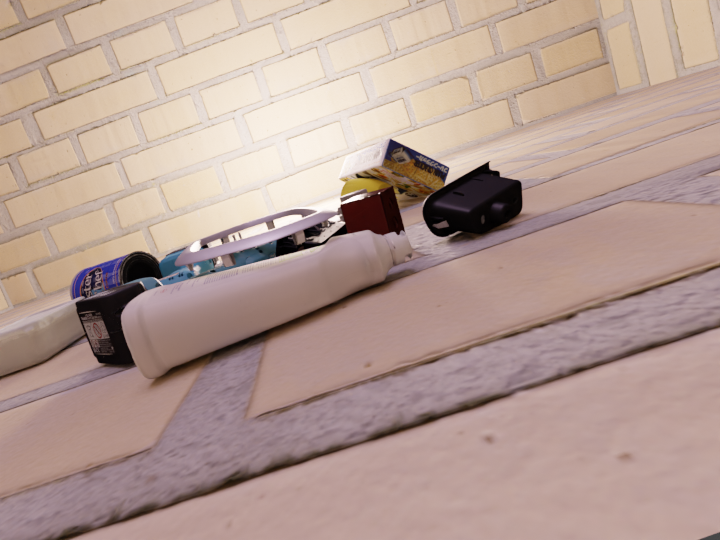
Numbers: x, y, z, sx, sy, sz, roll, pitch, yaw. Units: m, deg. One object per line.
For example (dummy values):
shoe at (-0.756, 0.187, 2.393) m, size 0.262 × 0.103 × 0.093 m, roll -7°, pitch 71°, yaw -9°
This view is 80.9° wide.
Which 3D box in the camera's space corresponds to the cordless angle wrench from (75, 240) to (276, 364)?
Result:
cordless angle wrench at (-0.158, -0.005, 0.591) m, size 0.102 × 0.073 × 0.411 m, roll -10°, pitch 13°, yaw 37°

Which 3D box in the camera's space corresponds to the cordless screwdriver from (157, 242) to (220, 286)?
cordless screwdriver at (-0.330, 0.021, 0.725) m, size 0.159 × 0.073 × 0.255 m, roll -20°, pitch 16°, yaw -3°

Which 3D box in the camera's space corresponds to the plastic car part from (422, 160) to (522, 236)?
plastic car part at (0.134, -0.070, 0.463) m, size 0.114 × 0.064 × 0.075 m, roll -30°, pitch 29°, yaw -30°

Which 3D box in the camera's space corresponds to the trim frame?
trim frame at (-0.114, -0.041, 0.476) m, size 0.181 × 0.027 × 0.256 m, roll -22°, pitch 13°, yaw -14°

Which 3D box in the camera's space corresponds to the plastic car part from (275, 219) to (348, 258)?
plastic car part at (-0.057, -0.037, 0.586) m, size 0.068 × 0.065 × 0.203 m, roll -3°, pitch 17°, yaw 10°
